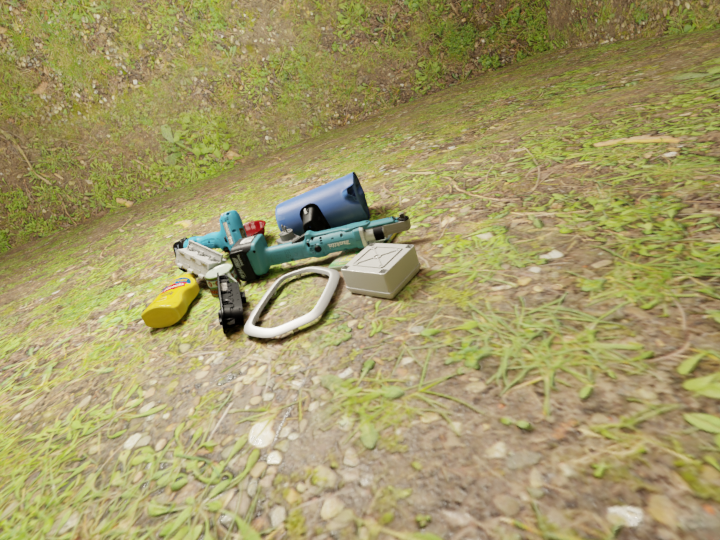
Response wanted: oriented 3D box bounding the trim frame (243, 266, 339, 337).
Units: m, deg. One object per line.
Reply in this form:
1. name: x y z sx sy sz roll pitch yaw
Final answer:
1. trim frame: -0.137 0.058 0.852 0.189 0.026 0.251 -10 29 19

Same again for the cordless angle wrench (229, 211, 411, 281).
1. cordless angle wrench: -0.095 -0.062 0.974 0.433 0.095 0.075 -11 25 17

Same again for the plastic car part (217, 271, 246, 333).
1. plastic car part: -0.277 0.069 0.901 0.065 0.065 0.211 2 19 -16

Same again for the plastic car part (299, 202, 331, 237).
1. plastic car part: -0.118 -0.105 1.073 0.067 0.110 0.073 -13 48 15

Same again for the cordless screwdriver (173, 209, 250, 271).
1. cordless screwdriver: -0.398 -0.050 1.155 0.257 0.160 0.072 -19 -2 33
